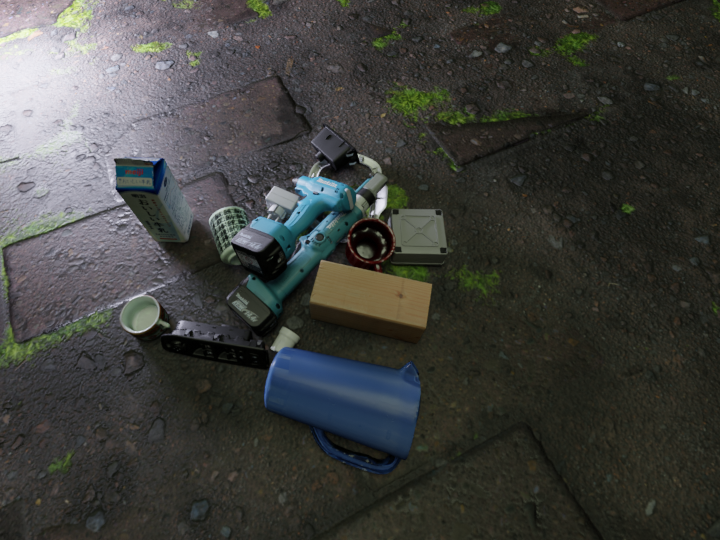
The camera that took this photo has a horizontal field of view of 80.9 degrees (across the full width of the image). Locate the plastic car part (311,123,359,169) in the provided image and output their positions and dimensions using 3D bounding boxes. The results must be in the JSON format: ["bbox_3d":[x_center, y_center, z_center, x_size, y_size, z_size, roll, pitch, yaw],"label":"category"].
[{"bbox_3d":[-0.067,-0.273,0.965,0.071,0.063,0.121,-45,67,-6],"label":"plastic car part"}]

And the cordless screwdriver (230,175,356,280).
[{"bbox_3d":[-0.142,-0.102,0.819,0.168,0.071,0.246,24,57,36],"label":"cordless screwdriver"}]

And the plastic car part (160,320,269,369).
[{"bbox_3d":[-0.264,0.128,0.772,0.204,0.064,0.069,4,53,3],"label":"plastic car part"}]

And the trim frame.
[{"bbox_3d":[-0.033,-0.172,0.948,0.185,0.027,0.253,6,61,3],"label":"trim frame"}]

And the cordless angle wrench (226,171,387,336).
[{"bbox_3d":[-0.083,-0.054,0.846,0.101,0.072,0.420,37,71,17],"label":"cordless angle wrench"}]
